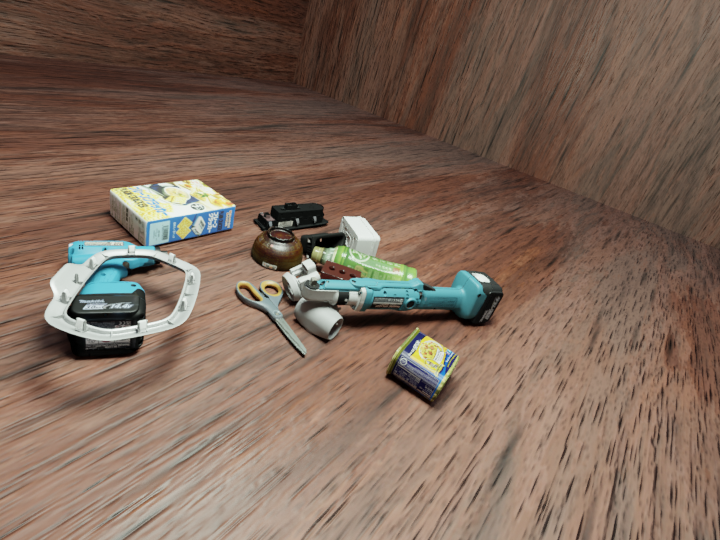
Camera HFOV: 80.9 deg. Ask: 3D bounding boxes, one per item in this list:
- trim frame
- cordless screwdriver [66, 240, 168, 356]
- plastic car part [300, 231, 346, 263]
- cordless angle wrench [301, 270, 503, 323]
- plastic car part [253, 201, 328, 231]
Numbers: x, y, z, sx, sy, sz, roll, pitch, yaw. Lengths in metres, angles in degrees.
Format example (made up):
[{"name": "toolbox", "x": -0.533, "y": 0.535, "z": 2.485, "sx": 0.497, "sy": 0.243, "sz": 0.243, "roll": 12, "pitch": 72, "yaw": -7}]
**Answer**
[{"name": "trim frame", "x": -0.322, "y": 0.020, "z": 0.590, "sx": 0.180, "sy": 0.027, "sz": 0.258, "roll": 6, "pitch": 26, "yaw": -13}, {"name": "cordless screwdriver", "x": -0.376, "y": 0.024, "z": 0.670, "sx": 0.153, "sy": 0.073, "sz": 0.263, "roll": -2, "pitch": 30, "yaw": -31}, {"name": "plastic car part", "x": -0.096, "y": -0.063, "z": 0.978, "sx": 0.075, "sy": 0.065, "sz": 0.112, "roll": 18, "pitch": 22, "yaw": 34}, {"name": "cordless angle wrench", "x": 0.084, "y": 0.046, "z": 0.798, "sx": 0.406, "sy": 0.097, "sz": 0.078, "roll": 3, "pitch": 31, "yaw": -27}, {"name": "plastic car part", "x": -0.169, "y": -0.142, "z": 1.078, "sx": 0.194, "sy": 0.066, "sz": 0.070, "roll": -7, "pitch": 29, "yaw": -40}]
